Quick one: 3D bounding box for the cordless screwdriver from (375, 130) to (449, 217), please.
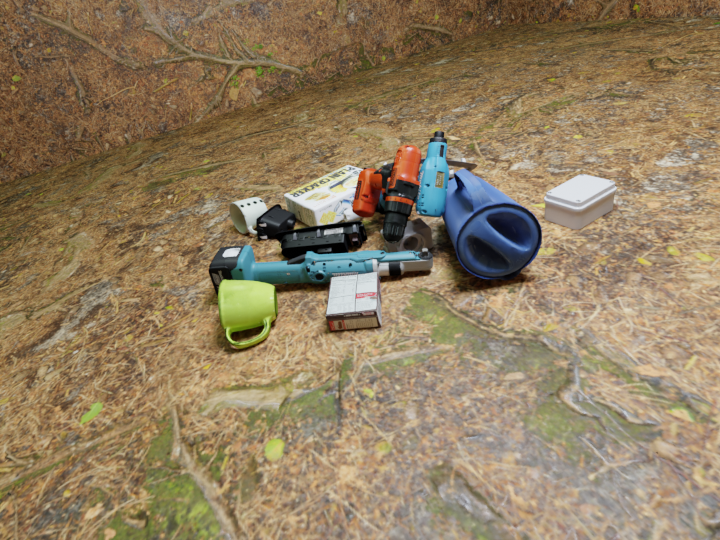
[{"bbox_3d":[0.105,-0.190,0.883,0.072,0.159,0.256,7,3,-19],"label":"cordless screwdriver"}]

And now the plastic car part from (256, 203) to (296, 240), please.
[{"bbox_3d":[-0.202,-0.121,1.060,0.074,0.064,0.115,19,40,19],"label":"plastic car part"}]

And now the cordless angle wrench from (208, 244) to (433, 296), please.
[{"bbox_3d":[-0.078,-0.005,0.816,0.430,0.094,0.076,-3,33,11],"label":"cordless angle wrench"}]

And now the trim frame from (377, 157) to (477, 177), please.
[{"bbox_3d":[0.160,-0.246,1.018,0.239,0.027,0.191,-4,1,-29],"label":"trim frame"}]

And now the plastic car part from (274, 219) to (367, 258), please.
[{"bbox_3d":[-0.090,-0.059,0.923,0.209,0.063,0.068,-2,60,18],"label":"plastic car part"}]
